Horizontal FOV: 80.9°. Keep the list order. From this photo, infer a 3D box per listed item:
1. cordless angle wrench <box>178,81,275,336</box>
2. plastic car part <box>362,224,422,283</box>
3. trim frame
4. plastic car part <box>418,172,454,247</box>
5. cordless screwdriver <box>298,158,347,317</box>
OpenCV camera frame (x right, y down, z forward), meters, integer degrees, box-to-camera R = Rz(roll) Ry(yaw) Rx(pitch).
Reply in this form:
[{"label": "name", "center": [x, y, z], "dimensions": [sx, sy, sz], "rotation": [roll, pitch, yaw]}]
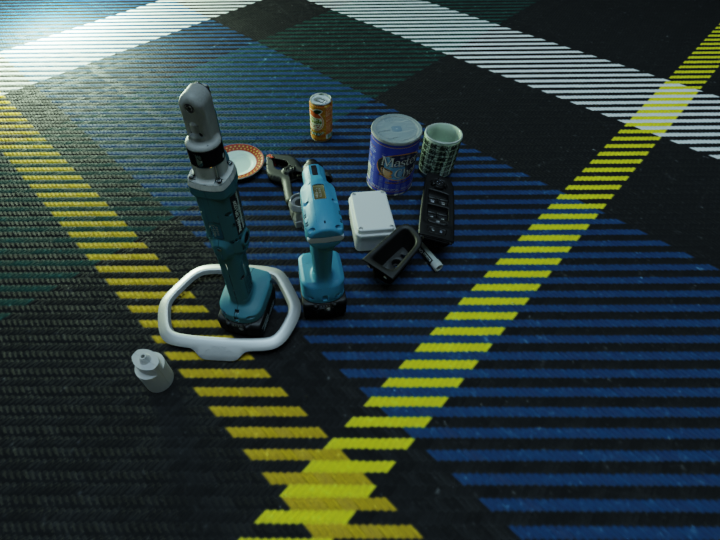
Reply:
[{"label": "cordless angle wrench", "center": [-0.179, -0.050, 0.574], "dimensions": [0.075, 0.410, 0.100], "rotation": [11, 52, 4]}, {"label": "plastic car part", "center": [0.063, -0.021, 0.765], "dimensions": [0.069, 0.069, 0.115], "rotation": [34, 59, 23]}, {"label": "trim frame", "center": [-0.226, 0.065, 0.728], "dimensions": [0.250, 0.027, 0.189], "rotation": [2, 51, 2]}, {"label": "plastic car part", "center": [0.150, -0.117, 0.843], "dimensions": [0.067, 0.065, 0.206], "rotation": [8, 52, 5]}, {"label": "cordless screwdriver", "center": [-0.066, -0.043, 0.675], "dimensions": [0.073, 0.241, 0.166], "rotation": [-6, 52, -9]}]
